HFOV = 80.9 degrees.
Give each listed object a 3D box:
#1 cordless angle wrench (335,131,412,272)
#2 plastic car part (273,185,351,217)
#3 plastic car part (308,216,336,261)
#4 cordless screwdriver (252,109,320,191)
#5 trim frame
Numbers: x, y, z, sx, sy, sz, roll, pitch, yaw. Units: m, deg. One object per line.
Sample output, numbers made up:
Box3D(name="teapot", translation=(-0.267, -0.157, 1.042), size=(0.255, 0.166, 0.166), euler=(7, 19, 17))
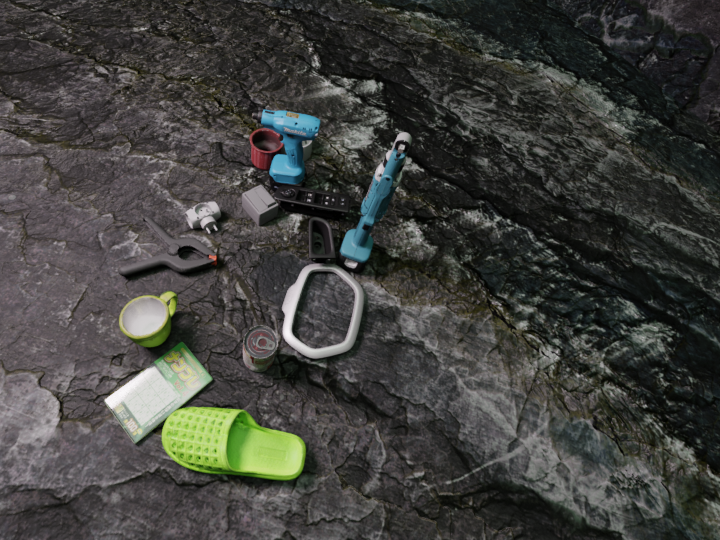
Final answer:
Box3D(name="cordless angle wrench", translation=(0.029, -0.136, 0.916), size=(0.074, 0.418, 0.099), euler=(21, 57, -3))
Box3D(name="plastic car part", translation=(-0.130, -0.181, 1.123), size=(0.202, 0.066, 0.068), euler=(12, 58, -4))
Box3D(name="plastic car part", translation=(-0.103, -0.067, 1.055), size=(0.065, 0.070, 0.120), euler=(1, 59, -13))
Box3D(name="cordless screwdriver", translation=(-0.199, -0.303, 1.080), size=(0.158, 0.246, 0.076), euler=(12, 58, -7))
Box3D(name="trim frame", translation=(-0.088, 0.088, 0.987), size=(0.184, 0.027, 0.253), euler=(14, 57, -2))
